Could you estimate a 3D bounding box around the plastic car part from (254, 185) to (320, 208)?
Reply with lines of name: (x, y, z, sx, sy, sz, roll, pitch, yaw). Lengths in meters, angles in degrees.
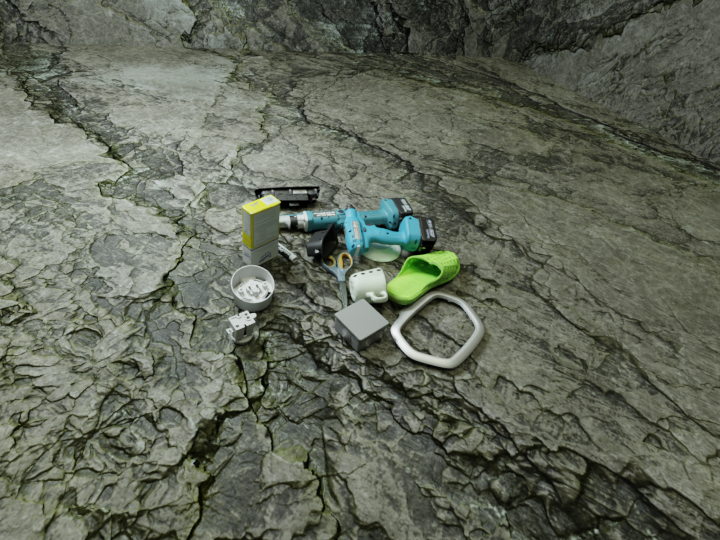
plastic car part: (-0.227, -0.222, 1.313, 0.200, 0.066, 0.069, 1, 67, -10)

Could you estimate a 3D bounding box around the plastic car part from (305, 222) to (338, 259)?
plastic car part: (-0.112, -0.073, 1.148, 0.074, 0.064, 0.116, -3, 29, 25)

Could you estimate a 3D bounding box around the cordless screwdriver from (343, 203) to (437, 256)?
cordless screwdriver: (0.076, -0.117, 1.176, 0.245, 0.073, 0.165, -1, 57, -10)

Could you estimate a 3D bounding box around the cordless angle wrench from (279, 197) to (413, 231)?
cordless angle wrench: (-0.059, -0.154, 1.250, 0.415, 0.072, 0.102, -6, 43, -12)

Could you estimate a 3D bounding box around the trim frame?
trim frame: (0.180, 0.131, 0.987, 0.193, 0.027, 0.243, 33, 48, 25)
